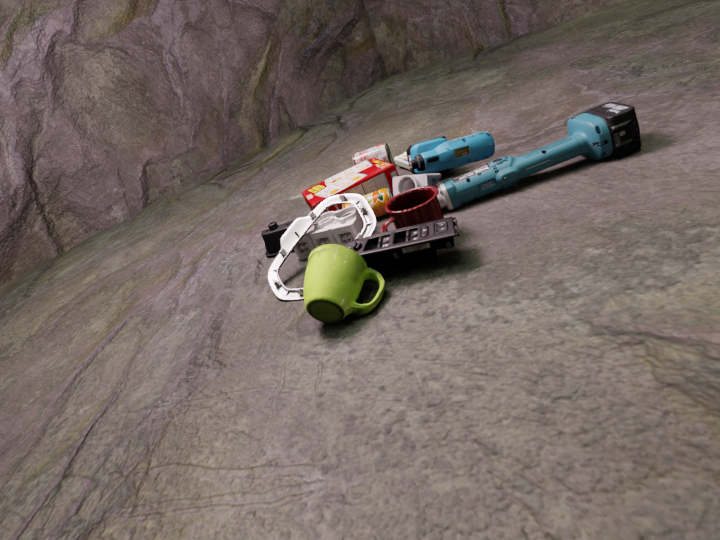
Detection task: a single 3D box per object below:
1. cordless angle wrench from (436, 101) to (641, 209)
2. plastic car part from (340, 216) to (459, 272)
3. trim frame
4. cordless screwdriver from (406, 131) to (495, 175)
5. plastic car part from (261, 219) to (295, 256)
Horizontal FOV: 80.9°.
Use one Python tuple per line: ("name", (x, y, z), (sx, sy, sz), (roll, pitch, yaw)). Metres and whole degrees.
("cordless angle wrench", (0.260, -0.179, 0.773), (0.430, 0.072, 0.100), (-21, 25, 14))
("plastic car part", (0.053, -0.032, 0.671), (0.208, 0.064, 0.067), (-8, 35, 18))
("trim frame", (-0.077, -0.050, 0.785), (0.195, 0.026, 0.248), (25, 74, 44))
("cordless screwdriver", (0.153, -0.240, 0.895), (0.158, 0.073, 0.254), (-16, 14, -5))
("plastic car part", (-0.181, -0.079, 0.964), (0.120, 0.068, 0.066), (-12, 26, 20))
